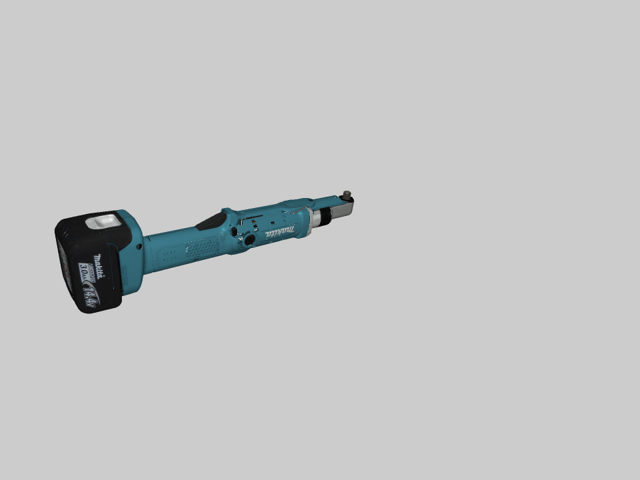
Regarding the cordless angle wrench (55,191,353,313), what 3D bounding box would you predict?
[{"bbox_3d":[-0.112,-0.013,0.582,0.422,0.098,0.074,-15,37,-37],"label":"cordless angle wrench"}]
